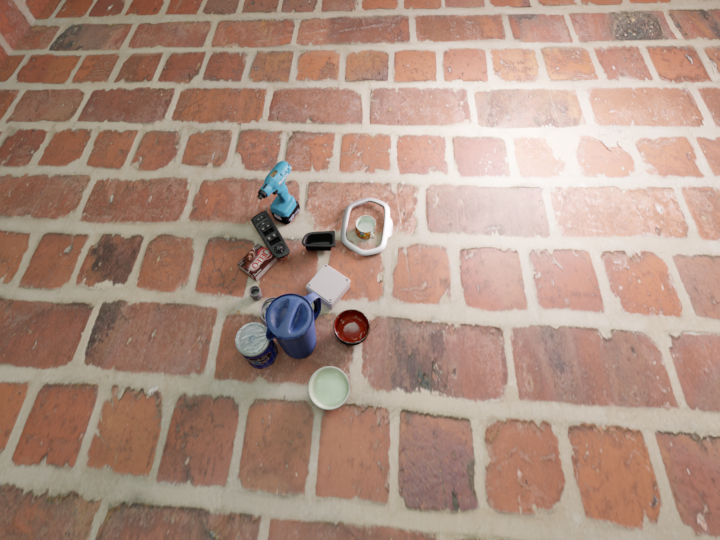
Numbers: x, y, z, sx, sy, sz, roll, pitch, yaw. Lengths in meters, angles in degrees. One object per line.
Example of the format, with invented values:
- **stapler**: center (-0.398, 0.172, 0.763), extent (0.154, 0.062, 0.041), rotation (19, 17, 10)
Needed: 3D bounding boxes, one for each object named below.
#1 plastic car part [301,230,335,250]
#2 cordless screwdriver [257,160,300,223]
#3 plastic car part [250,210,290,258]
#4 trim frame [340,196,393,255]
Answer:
- **plastic car part**: center (-0.145, -0.095, 1.486), extent (0.117, 0.068, 0.068), rotation (-3, 61, 2)
- **cordless screwdriver**: center (-0.291, -0.252, 1.490), extent (0.077, 0.241, 0.159), rotation (26, 65, 14)
- **plastic car part**: center (-0.319, -0.117, 1.517), extent (0.065, 0.065, 0.212), rotation (-30, 62, -13)
- **trim frame**: center (0.024, -0.162, 1.534), extent (0.187, 0.026, 0.253), rotation (4, 61, 7)
